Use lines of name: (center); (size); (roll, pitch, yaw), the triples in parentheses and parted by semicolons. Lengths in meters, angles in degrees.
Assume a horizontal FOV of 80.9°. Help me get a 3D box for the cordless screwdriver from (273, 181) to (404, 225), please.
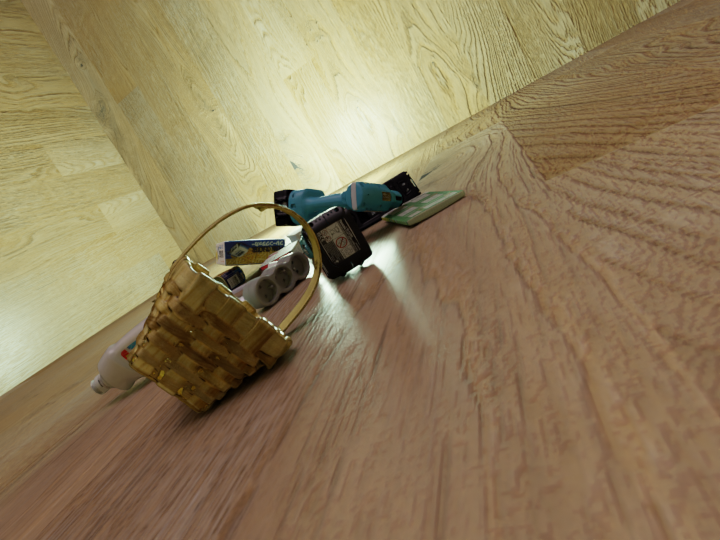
cordless screwdriver: (-0.047, -0.133, 0.847); (0.261, 0.074, 0.152); (-1, 4, 38)

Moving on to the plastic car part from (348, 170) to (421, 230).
plastic car part: (0.026, -0.137, 0.925); (0.202, 0.066, 0.067); (-32, 2, -6)

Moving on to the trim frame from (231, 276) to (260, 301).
trim frame: (-0.289, 0.076, 0.897); (0.250, 0.027, 0.186); (-27, 13, 5)

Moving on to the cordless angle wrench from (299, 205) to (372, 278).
cordless angle wrench: (-0.079, -0.052, 0.812); (0.074, 0.097, 0.431); (-32, 9, -10)
